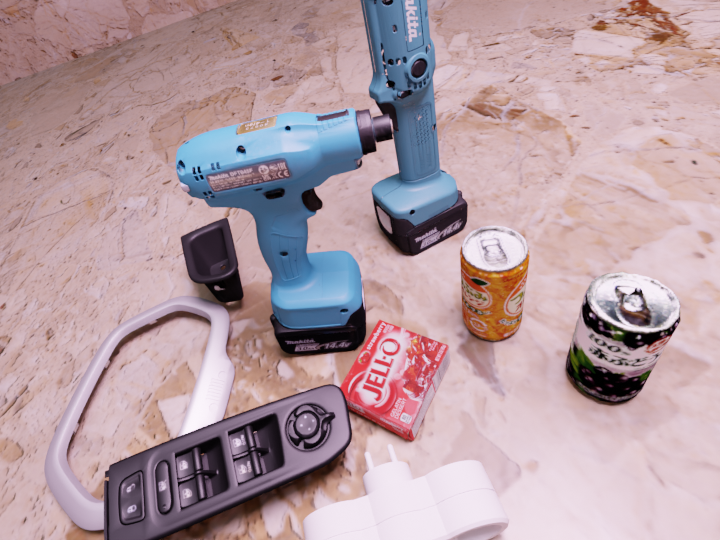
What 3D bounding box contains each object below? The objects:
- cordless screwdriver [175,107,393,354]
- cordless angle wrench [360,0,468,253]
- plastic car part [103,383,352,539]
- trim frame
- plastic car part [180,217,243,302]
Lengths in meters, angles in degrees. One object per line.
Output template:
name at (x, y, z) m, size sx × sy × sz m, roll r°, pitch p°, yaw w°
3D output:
cordless screwdriver at (-0.037, -0.024, 0.379) m, size 0.162 × 0.237 × 0.077 m, roll -8°, pitch 45°, yaw 9°
cordless angle wrench at (0.038, -0.193, 0.395) m, size 0.097 × 0.404 × 0.078 m, roll -26°, pitch 45°, yaw -10°
plastic car part at (-0.098, 0.161, 0.346) m, size 0.202 × 0.064 × 0.070 m, roll -23°, pitch 45°, yaw -4°
trim frame at (-0.226, 0.129, 0.449) m, size 0.188 × 0.026 × 0.255 m, roll -7°, pitch 46°, yaw 13°
plastic car part at (-0.175, -0.002, 0.526) m, size 0.065 × 0.068 × 0.123 m, roll -25°, pitch 45°, yaw -7°
